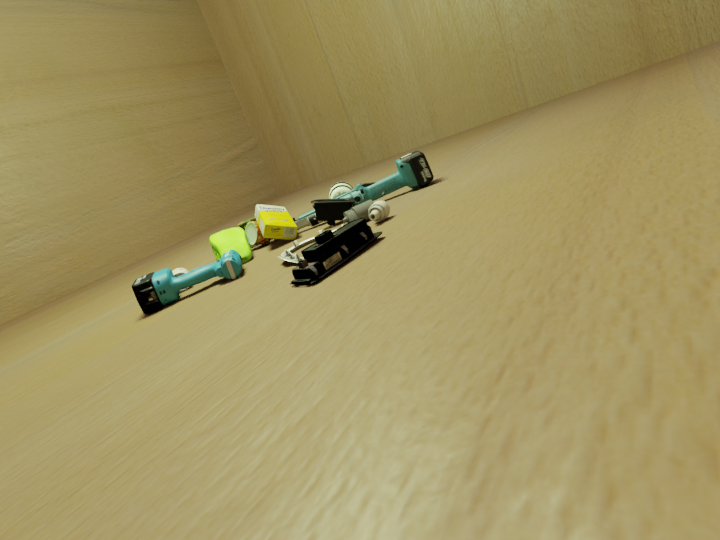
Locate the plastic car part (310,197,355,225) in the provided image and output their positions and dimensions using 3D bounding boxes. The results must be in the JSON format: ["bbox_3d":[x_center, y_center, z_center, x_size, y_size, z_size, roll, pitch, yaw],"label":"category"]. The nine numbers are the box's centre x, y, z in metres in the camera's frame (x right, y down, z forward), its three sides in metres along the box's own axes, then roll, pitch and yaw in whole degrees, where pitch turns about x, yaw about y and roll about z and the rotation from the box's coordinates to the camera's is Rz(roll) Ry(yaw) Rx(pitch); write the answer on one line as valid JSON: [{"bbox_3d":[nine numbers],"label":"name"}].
[{"bbox_3d":[-0.072,-0.157,1.131,0.117,0.070,0.067,-5,13,3],"label":"plastic car part"}]

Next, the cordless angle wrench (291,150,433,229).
[{"bbox_3d":[-0.008,-0.209,1.207,0.428,0.096,0.075,-23,12,11],"label":"cordless angle wrench"}]

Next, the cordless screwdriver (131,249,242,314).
[{"bbox_3d":[-0.403,0.012,1.011,0.247,0.072,0.164,-20,18,-7],"label":"cordless screwdriver"}]

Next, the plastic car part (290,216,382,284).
[{"bbox_3d":[-0.044,-0.042,0.744,0.198,0.066,0.069,-31,9,-39],"label":"plastic car part"}]

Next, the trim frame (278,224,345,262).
[{"bbox_3d":[-0.089,-0.058,0.915,0.181,0.027,0.258,-27,18,-15],"label":"trim frame"}]
